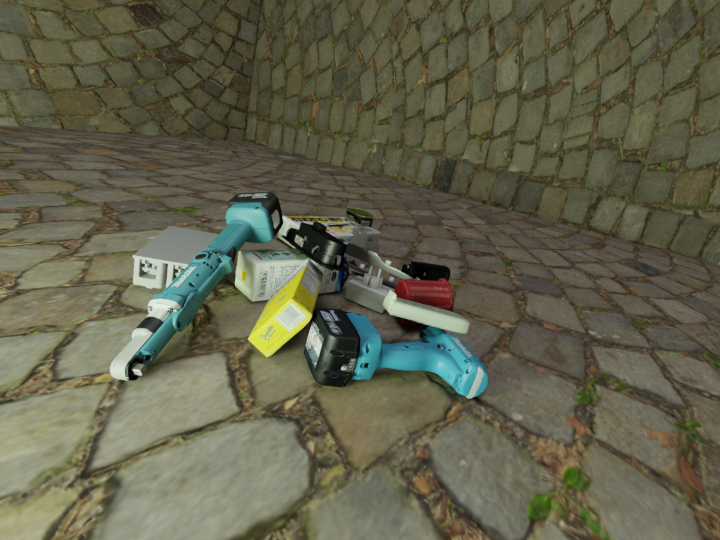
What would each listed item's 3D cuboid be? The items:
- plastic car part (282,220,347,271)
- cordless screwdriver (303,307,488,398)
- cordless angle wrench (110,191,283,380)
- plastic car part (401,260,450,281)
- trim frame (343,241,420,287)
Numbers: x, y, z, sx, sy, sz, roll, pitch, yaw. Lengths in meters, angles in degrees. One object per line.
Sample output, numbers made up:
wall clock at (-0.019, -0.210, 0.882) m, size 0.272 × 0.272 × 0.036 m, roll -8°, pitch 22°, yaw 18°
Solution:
plastic car part at (-0.076, -0.049, 0.773) m, size 0.063 × 0.067 × 0.213 m, roll 22°, pitch 10°, yaw -32°
cordless screwdriver at (0.043, 0.108, 0.622) m, size 0.242 × 0.073 × 0.165 m, roll 10°, pitch 18°, yaw -16°
cordless angle wrench at (-0.235, 0.000, 0.649) m, size 0.100 × 0.072 × 0.427 m, roll 0°, pitch 34°, yaw 14°
plastic car part at (0.141, 0.010, 0.982) m, size 0.111 × 0.066 × 0.074 m, roll 4°, pitch 5°, yaw -31°
trim frame at (0.021, -0.011, 0.886) m, size 0.259 × 0.027 × 0.176 m, roll 26°, pitch -8°, yaw 21°
